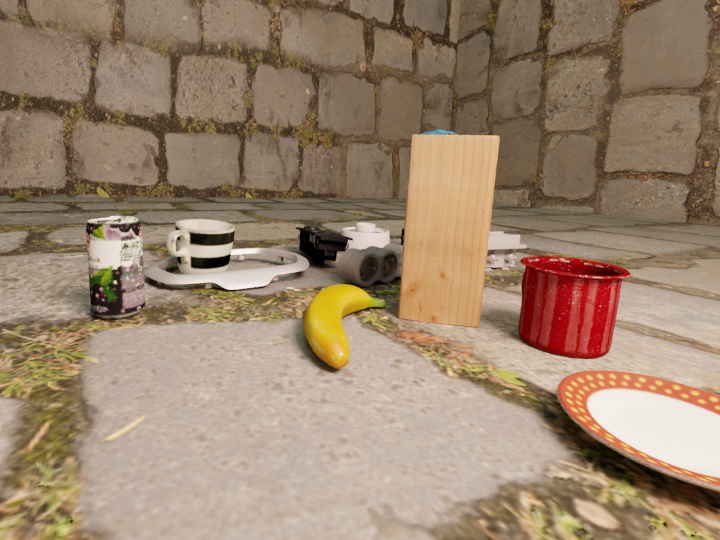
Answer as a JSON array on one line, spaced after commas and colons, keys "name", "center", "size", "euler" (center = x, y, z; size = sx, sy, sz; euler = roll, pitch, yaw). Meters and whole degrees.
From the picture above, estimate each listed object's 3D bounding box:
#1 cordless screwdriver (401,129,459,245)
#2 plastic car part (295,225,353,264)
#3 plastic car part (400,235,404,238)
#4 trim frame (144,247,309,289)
[{"name": "cordless screwdriver", "center": [0.143, -0.148, 0.830], "size": [0.073, 0.246, 0.164], "euler": [0, 11, -14]}, {"name": "plastic car part", "center": [-0.075, -0.049, 0.769], "size": [0.065, 0.066, 0.210], "euler": [-1, 13, -18]}, {"name": "plastic car part", "center": [0.118, -0.034, 0.722], "size": [0.069, 0.070, 0.113], "euler": [8, 14, 26]}, {"name": "trim frame", "center": [-0.200, -0.006, 0.651], "size": [0.239, 0.027, 0.193], "euler": [-5, 15, -28]}]
